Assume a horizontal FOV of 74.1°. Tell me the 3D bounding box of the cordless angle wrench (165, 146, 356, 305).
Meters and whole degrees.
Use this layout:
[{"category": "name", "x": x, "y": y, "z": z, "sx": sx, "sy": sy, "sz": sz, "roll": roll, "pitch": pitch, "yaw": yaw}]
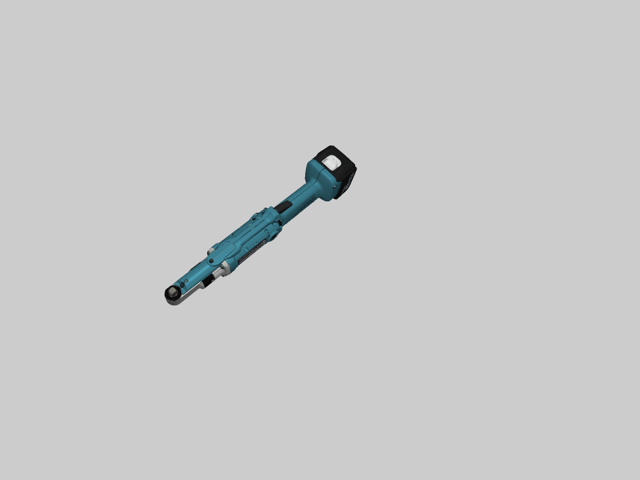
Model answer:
[{"category": "cordless angle wrench", "x": -0.101, "y": -0.025, "z": 0.769, "sx": 0.421, "sy": 0.074, "sz": 0.098, "roll": -41, "pitch": -13, "yaw": -26}]
